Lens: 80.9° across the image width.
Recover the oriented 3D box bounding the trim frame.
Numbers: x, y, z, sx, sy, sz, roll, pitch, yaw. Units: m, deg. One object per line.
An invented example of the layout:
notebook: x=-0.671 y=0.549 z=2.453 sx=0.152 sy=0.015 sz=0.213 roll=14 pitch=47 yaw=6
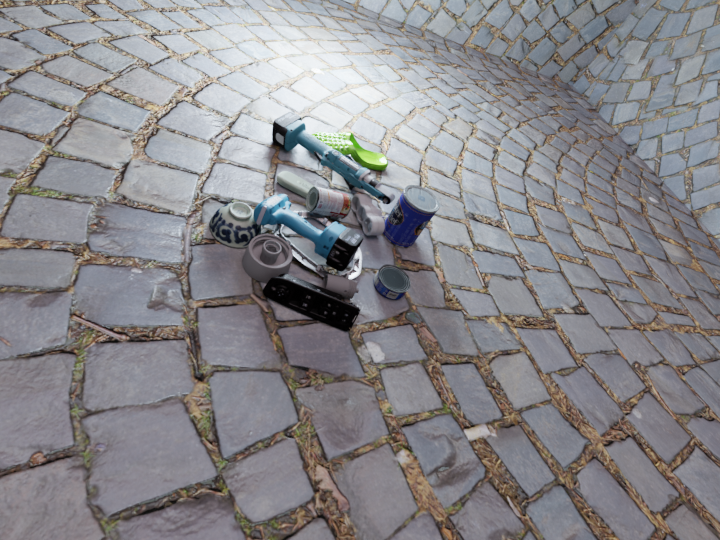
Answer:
trim frame: x=-0.102 y=-0.066 z=1.038 sx=0.254 sy=0.027 sz=0.181 roll=39 pitch=46 yaw=11

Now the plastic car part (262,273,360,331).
plastic car part: x=-0.104 y=0.056 z=0.896 sx=0.200 sy=0.066 sz=0.068 roll=20 pitch=34 yaw=-7

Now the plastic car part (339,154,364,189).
plastic car part: x=-0.013 y=-0.299 z=1.283 sx=0.067 sy=0.066 sz=0.122 roll=10 pitch=41 yaw=-40

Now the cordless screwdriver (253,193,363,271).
cordless screwdriver: x=-0.118 y=-0.105 z=0.997 sx=0.251 sy=0.074 sz=0.159 roll=28 pitch=26 yaw=3

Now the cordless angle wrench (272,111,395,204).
cordless angle wrench: x=-0.076 y=-0.316 z=1.215 sx=0.438 sy=0.073 sz=0.096 roll=37 pitch=55 yaw=18
